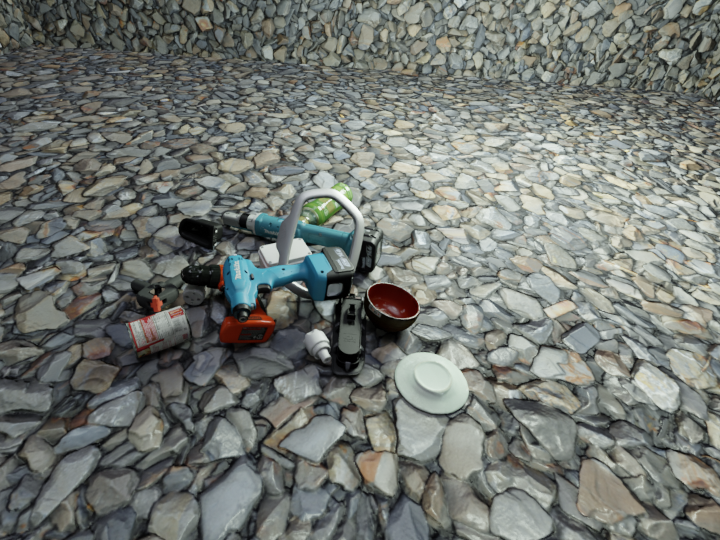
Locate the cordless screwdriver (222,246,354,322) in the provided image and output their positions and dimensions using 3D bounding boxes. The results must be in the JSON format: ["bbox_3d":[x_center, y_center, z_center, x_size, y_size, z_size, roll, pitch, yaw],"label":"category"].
[{"bbox_3d":[-0.135,0.028,0.814,0.243,0.072,0.167,-5,39,-17],"label":"cordless screwdriver"}]

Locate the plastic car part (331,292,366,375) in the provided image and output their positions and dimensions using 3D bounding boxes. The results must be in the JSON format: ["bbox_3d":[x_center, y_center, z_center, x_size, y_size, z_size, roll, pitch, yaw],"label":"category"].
[{"bbox_3d":[-0.018,0.112,0.821,0.066,0.066,0.208,10,40,-5],"label":"plastic car part"}]

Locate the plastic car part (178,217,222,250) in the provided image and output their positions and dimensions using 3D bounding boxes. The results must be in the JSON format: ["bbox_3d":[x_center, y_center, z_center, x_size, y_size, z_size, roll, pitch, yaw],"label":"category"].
[{"bbox_3d":[-0.396,-0.104,1.073,0.122,0.065,0.069,21,25,24],"label":"plastic car part"}]

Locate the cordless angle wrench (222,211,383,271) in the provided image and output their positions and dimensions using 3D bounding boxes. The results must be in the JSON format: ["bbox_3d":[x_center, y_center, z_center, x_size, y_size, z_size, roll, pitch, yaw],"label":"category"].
[{"bbox_3d":[-0.159,-0.094,1.049,0.437,0.095,0.074,14,35,18],"label":"cordless angle wrench"}]

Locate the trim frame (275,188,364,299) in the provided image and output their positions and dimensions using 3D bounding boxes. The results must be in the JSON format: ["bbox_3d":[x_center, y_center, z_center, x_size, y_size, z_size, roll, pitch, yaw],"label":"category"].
[{"bbox_3d":[-0.091,-0.059,0.928,0.182,0.249,0.028,13,-3,-5],"label":"trim frame"}]
